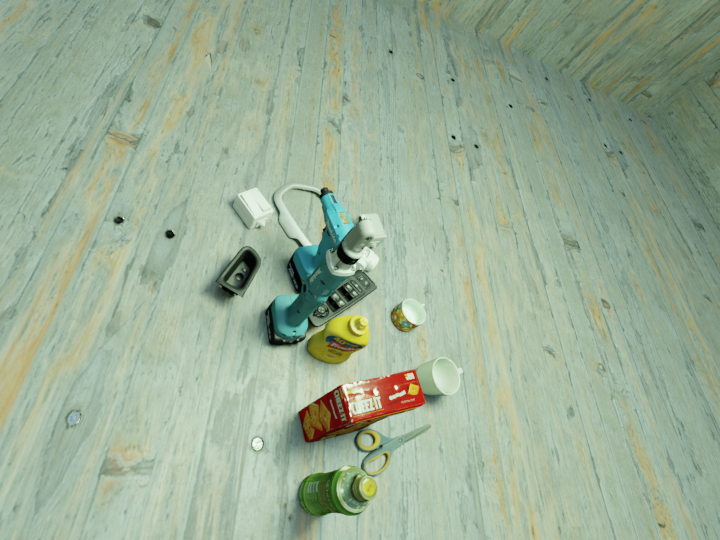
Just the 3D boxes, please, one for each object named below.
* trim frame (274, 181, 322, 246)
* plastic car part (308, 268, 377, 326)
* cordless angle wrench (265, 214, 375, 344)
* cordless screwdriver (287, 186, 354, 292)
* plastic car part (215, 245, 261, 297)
[{"bbox_3d":[-0.131,-0.143,1.141,0.179,0.028,0.255,-24,72,-36],"label":"trim frame"},{"bbox_3d":[-0.056,0.072,1.011,0.198,0.067,0.068,-32,79,-38],"label":"plastic car part"},{"bbox_3d":[-0.082,0.032,0.794,0.071,0.426,0.101,3,62,-29],"label":"cordless angle wrench"},{"bbox_3d":[-0.094,-0.062,0.962,0.071,0.250,0.164,-8,66,-34],"label":"cordless screwdriver"},{"bbox_3d":[-0.270,0.010,0.943,0.065,0.071,0.117,31,51,-8],"label":"plastic car part"}]
